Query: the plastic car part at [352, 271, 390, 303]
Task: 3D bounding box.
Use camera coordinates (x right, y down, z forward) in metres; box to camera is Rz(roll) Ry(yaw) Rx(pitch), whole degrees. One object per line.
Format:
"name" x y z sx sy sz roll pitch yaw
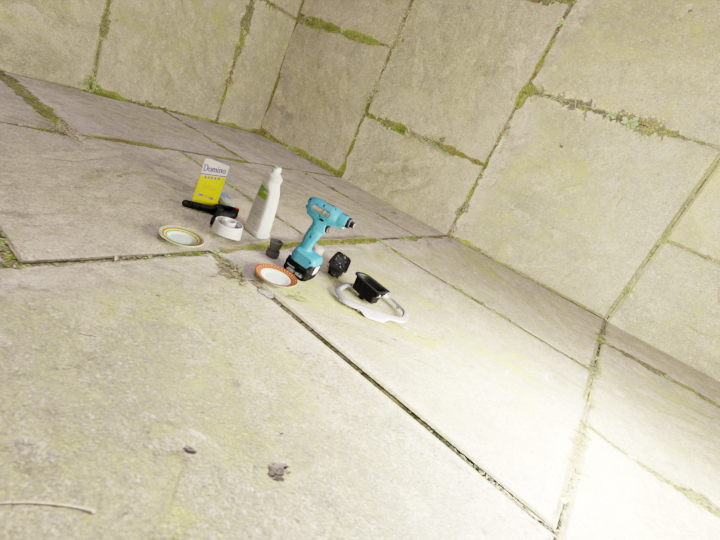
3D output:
"plastic car part" 0.022 0.062 1.324 0.123 0.070 0.063 36 22 33

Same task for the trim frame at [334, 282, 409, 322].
"trim frame" 0.034 0.099 1.304 0.245 0.027 0.188 19 19 -9

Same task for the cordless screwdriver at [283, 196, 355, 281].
"cordless screwdriver" -0.125 -0.081 1.274 0.165 0.247 0.072 30 19 17

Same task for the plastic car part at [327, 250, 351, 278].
"plastic car part" -0.073 -0.015 1.431 0.067 0.066 0.203 24 19 0
